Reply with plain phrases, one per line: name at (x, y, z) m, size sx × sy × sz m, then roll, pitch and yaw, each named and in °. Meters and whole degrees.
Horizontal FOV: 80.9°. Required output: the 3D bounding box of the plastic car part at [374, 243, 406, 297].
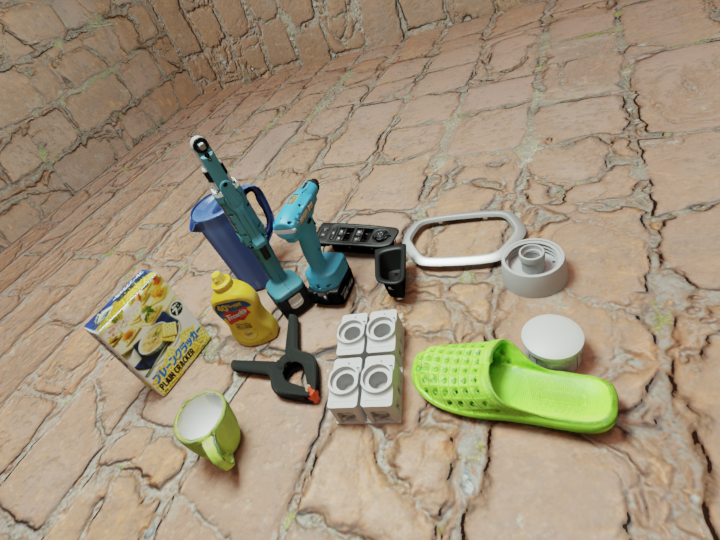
plastic car part at (0.067, 0.011, 0.844) m, size 0.067 × 0.067 × 0.119 m, roll -13°, pitch 39°, yaw 15°

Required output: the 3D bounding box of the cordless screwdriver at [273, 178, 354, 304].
cordless screwdriver at (-0.085, -0.056, 0.868) m, size 0.077 × 0.237 × 0.160 m, roll -3°, pitch 42°, yaw 27°

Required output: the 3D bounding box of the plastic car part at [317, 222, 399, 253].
plastic car part at (-0.007, -0.068, 0.979) m, size 0.212 × 0.064 × 0.066 m, roll 2°, pitch 45°, yaw 32°

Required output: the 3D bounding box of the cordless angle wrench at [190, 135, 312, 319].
cordless angle wrench at (-0.213, -0.075, 0.829) m, size 0.073 × 0.403 × 0.103 m, roll -35°, pitch 38°, yaw -14°

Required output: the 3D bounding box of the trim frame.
trim frame at (0.211, -0.072, 0.890) m, size 0.257 × 0.026 × 0.186 m, roll -6°, pitch 42°, yaw 24°
